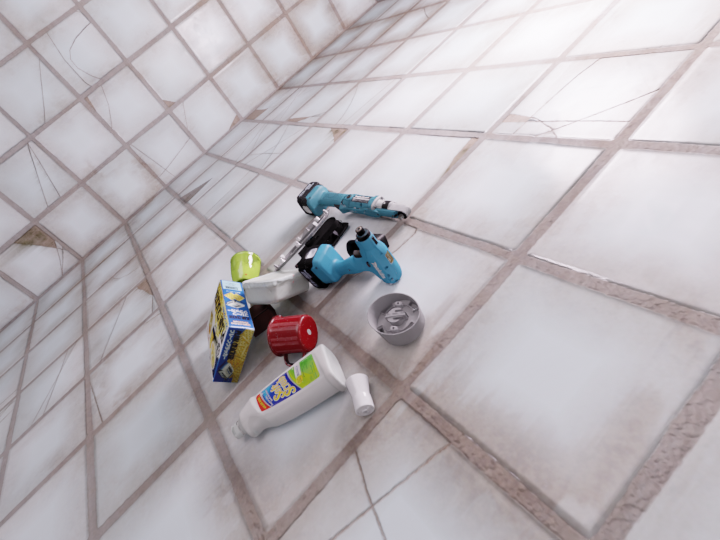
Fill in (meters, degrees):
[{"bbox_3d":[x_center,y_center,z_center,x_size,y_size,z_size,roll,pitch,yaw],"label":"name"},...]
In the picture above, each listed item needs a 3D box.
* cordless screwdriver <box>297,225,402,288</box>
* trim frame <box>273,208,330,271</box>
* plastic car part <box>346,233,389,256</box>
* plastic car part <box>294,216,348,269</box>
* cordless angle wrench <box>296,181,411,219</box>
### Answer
[{"bbox_3d":[-0.042,-0.030,0.981,0.260,0.151,0.075,-5,45,41],"label":"cordless screwdriver"},{"bbox_3d":[-0.167,-0.084,1.179,0.251,0.027,0.184,-43,11,33],"label":"trim frame"},{"bbox_3d":[0.024,-0.065,1.051,0.070,0.064,0.123,-39,29,-29],"label":"plastic car part"},{"bbox_3d":[-0.115,-0.075,1.177,0.202,0.064,0.069,-49,29,-19],"label":"plastic car part"},{"bbox_3d":[-0.024,-0.192,1.219,0.447,0.070,0.097,17,62,47],"label":"cordless angle wrench"}]
